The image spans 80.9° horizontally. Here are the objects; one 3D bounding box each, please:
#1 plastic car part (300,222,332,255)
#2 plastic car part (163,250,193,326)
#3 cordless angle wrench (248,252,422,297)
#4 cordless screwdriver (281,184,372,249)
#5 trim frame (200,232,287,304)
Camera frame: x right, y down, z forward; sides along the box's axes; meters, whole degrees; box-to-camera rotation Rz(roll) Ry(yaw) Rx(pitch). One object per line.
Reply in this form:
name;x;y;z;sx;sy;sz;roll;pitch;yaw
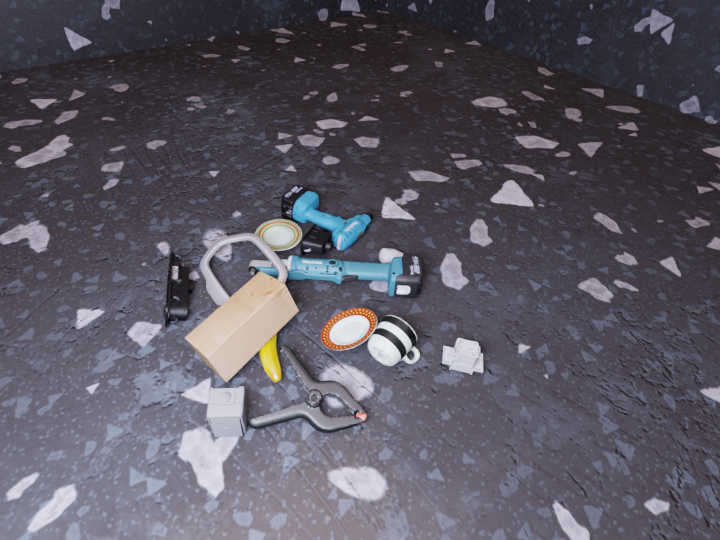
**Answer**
plastic car part;-0.106;-0.069;1.086;0.072;0.065;0.117;10;24;7
plastic car part;-0.430;0.048;0.993;0.064;0.066;0.212;15;36;-27
cordless angle wrench;-0.067;0.001;1.045;0.427;0.072;0.100;4;44;5
cordless screwdriver;-0.097;-0.164;1.212;0.259;0.072;0.157;30;50;21
trim frame;-0.286;0.006;1.023;0.182;0.026;0.260;-38;62;-14
